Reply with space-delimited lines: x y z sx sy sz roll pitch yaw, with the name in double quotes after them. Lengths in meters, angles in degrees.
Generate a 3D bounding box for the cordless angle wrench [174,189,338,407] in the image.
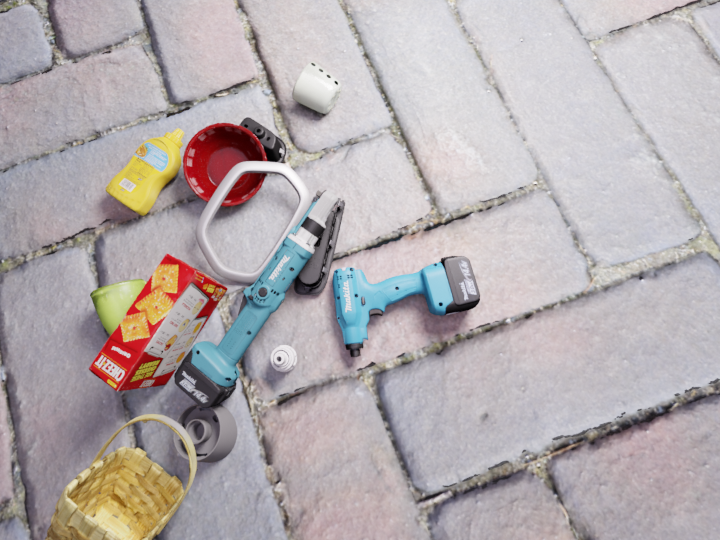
-0.166 0.040 0.745 0.101 0.072 0.423 34 89 12 "cordless angle wrench"

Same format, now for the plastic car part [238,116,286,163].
-0.205 -0.270 0.858 0.120 0.069 0.066 32 82 13 "plastic car part"

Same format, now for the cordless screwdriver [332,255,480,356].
0.079 0.061 0.754 0.251 0.072 0.162 -8 77 6 "cordless screwdriver"

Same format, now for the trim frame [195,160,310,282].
-0.204 -0.094 0.811 0.183 0.028 0.248 31 89 -4 "trim frame"

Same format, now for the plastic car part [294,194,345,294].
-0.078 -0.051 0.801 0.066 0.067 0.204 12 80 -2 "plastic car part"
